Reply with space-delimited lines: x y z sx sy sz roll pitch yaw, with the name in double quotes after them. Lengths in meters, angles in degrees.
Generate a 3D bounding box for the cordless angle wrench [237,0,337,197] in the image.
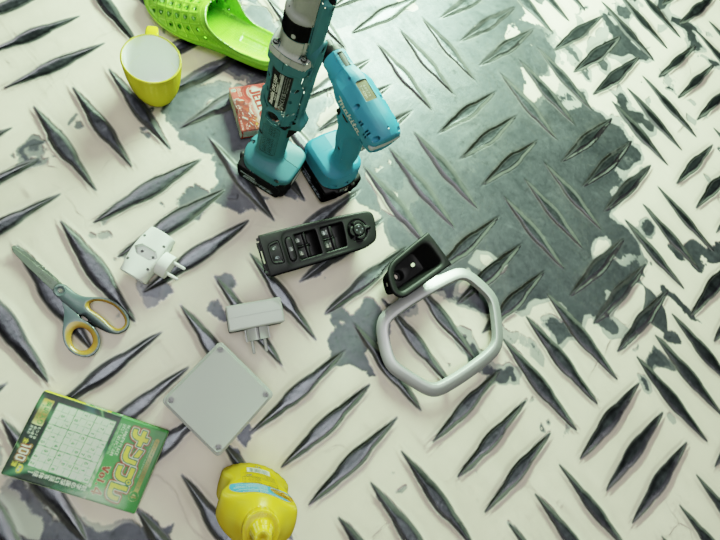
-0.096 -0.212 0.536 0.097 0.427 0.074 34 71 -9 "cordless angle wrench"

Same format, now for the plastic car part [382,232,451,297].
0.078 0.000 0.706 0.115 0.071 0.066 -35 88 -19 "plastic car part"

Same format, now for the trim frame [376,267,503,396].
0.139 0.097 0.717 0.244 0.028 0.186 -28 83 -18 "trim frame"

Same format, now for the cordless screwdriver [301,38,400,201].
-0.037 -0.212 0.642 0.073 0.251 0.161 -27 87 -21 "cordless screwdriver"

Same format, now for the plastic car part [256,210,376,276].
-0.067 -0.044 0.687 0.199 0.067 0.067 -18 82 -17 "plastic car part"
